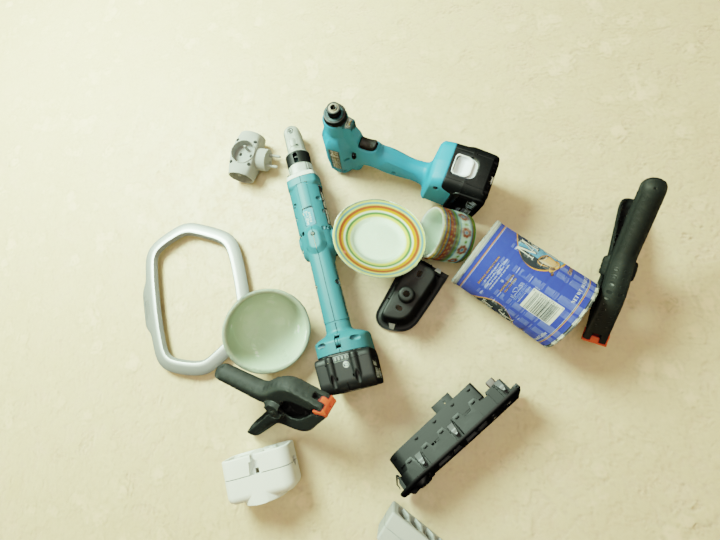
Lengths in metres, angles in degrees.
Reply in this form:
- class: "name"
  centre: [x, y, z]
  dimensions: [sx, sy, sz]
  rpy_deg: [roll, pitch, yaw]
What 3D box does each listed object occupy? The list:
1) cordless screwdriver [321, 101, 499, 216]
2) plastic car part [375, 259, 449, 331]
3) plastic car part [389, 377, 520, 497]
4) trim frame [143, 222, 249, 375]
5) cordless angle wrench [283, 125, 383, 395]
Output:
- class: "cordless screwdriver"
  centre: [0.062, -0.162, 0.600]
  dimensions: [0.255, 0.155, 0.074]
  rpy_deg: [21, 81, 12]
- class: "plastic car part"
  centre: [0.068, 0.032, 0.592]
  dimensions: [0.068, 0.069, 0.116]
  rpy_deg: [31, 80, 15]
- class: "plastic car part"
  centre: [0.113, 0.206, 0.541]
  dimensions: [0.202, 0.063, 0.070]
  rpy_deg: [-46, 65, -4]
- class: "trim frame"
  centre: [-0.266, 0.040, 0.676]
  dimensions: [0.185, 0.027, 0.254]
  rpy_deg: [-16, 75, 5]
- class: "cordless angle wrench"
  centre: [-0.061, -0.040, 0.628]
  dimensions: [0.075, 0.094, 0.435]
  rpy_deg: [-18, 70, 6]
